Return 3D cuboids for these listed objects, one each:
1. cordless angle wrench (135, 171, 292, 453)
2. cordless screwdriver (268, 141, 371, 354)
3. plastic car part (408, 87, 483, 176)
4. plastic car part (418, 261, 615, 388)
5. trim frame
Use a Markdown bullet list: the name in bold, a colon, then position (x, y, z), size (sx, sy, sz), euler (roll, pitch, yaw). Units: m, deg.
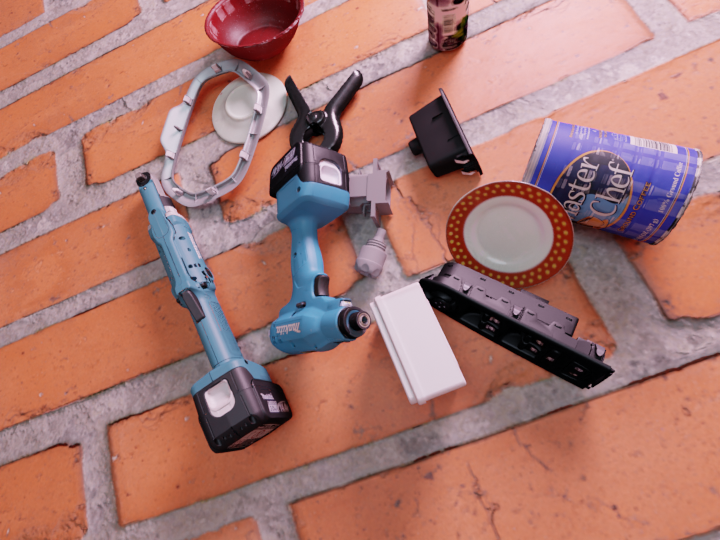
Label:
- **cordless angle wrench**: position (-0.225, 0.019, 0.565), size (0.074, 0.093, 0.442), euler (-34, 63, 1)
- **cordless screwdriver**: position (-0.049, -0.032, 0.498), size (0.164, 0.071, 0.253), euler (-22, 63, 50)
- **plastic car part**: position (0.101, -0.169, 0.549), size (0.072, 0.062, 0.120), euler (-28, 65, 19)
- **plastic car part**: position (0.158, 0.046, 0.459), size (0.211, 0.064, 0.067), euler (24, 71, 20)
- **trim frame**: position (-0.232, -0.217, 0.653), size (0.192, 0.026, 0.249), euler (12, 84, 26)
